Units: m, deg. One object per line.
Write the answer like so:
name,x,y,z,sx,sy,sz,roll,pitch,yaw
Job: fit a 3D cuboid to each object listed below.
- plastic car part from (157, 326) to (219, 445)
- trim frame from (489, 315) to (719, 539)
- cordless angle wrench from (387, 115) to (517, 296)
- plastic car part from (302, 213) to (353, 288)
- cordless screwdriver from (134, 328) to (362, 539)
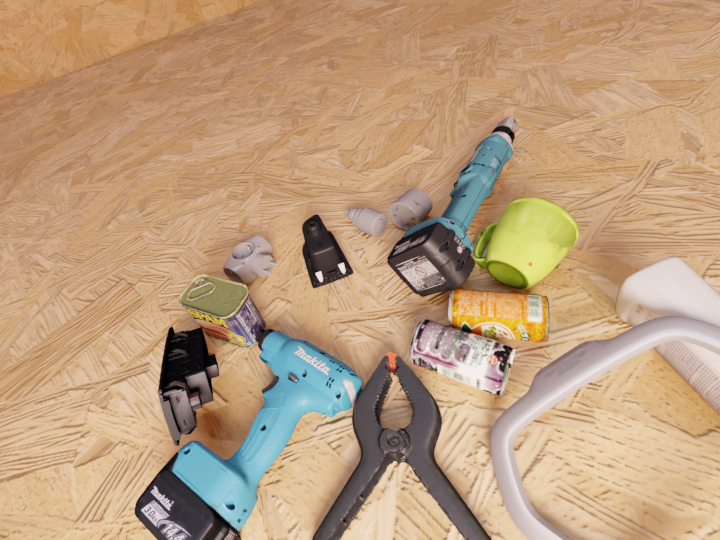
plastic car part,-0.211,0.117,0.519,0.066,0.064,0.212,-25,21,-18
trim frame,0.231,0.146,0.351,0.250,0.026,0.194,-42,49,14
cordless angle wrench,0.177,-0.135,0.656,0.100,0.073,0.421,-27,22,51
plastic car part,-0.064,-0.042,0.658,0.066,0.068,0.122,-21,48,-5
cordless screwdriver,-0.130,0.176,0.474,0.168,0.071,0.246,22,54,34
